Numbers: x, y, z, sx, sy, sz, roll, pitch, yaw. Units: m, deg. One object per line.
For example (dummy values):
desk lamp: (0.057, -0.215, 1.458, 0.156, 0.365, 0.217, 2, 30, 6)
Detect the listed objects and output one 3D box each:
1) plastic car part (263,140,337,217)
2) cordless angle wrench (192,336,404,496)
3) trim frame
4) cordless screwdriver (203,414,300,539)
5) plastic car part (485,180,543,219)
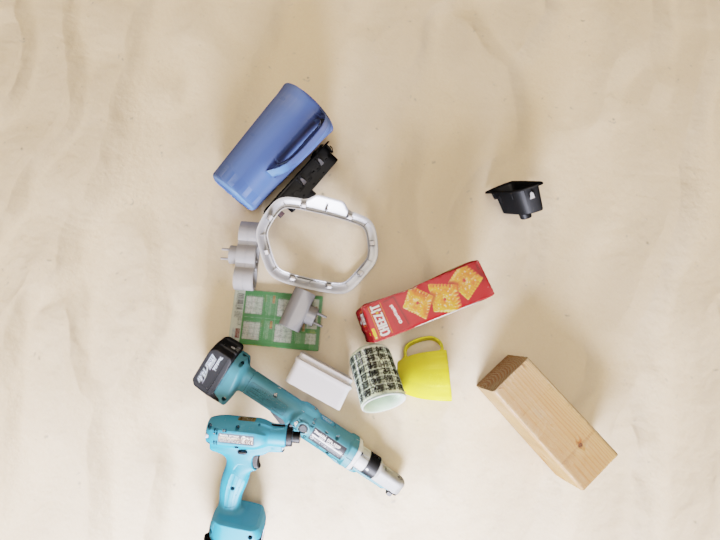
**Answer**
plastic car part: (-0.114, -0.181, 0.865, 0.066, 0.067, 0.203, 36, 82, -6)
cordless angle wrench: (-0.103, 0.275, 0.772, 0.425, 0.074, 0.098, 33, 99, 3)
trim frame: (-0.081, -0.053, 0.829, 0.244, 0.028, 0.184, 14, 86, -10)
cordless screwdriver: (-0.188, 0.377, 0.725, 0.160, 0.074, 0.248, 4, 92, 2)
plastic car part: (0.311, -0.136, 0.830, 0.066, 0.120, 0.069, -23, 107, -6)
